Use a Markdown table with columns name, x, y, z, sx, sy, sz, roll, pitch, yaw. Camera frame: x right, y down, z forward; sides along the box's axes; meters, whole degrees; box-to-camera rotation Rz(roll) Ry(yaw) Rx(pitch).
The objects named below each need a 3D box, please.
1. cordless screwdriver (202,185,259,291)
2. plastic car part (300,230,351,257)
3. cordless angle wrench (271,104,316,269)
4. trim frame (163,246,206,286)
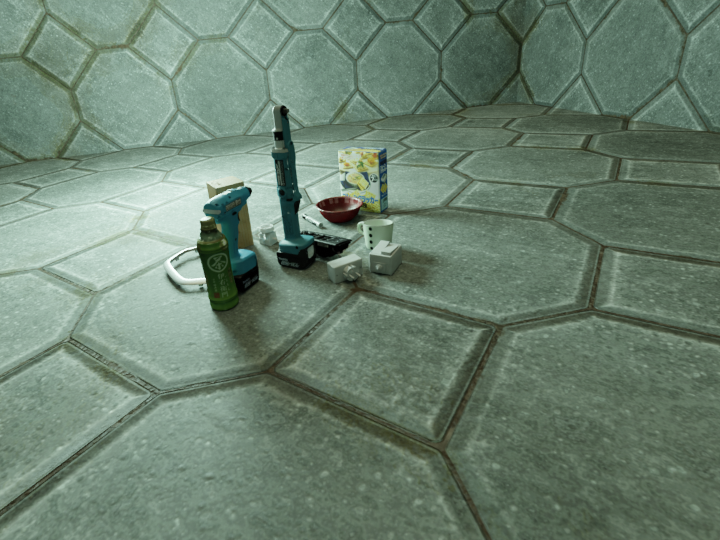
| name | x | y | z | sx | sy | sz | roll | pitch | yaw |
| --- | --- | --- | --- | --- | --- | --- | --- | --- | --- |
| cordless screwdriver | -0.307 | -0.083 | 1.061 | 0.077 | 0.242 | 0.158 | 7 | 28 | 21 |
| plastic car part | -0.118 | -0.077 | 1.203 | 0.214 | 0.065 | 0.064 | 20 | 35 | 39 |
| cordless angle wrench | -0.186 | -0.207 | 1.092 | 0.102 | 0.411 | 0.073 | 10 | 29 | 27 |
| trim frame | -0.448 | -0.016 | 1.191 | 0.179 | 0.027 | 0.263 | -24 | 33 | -31 |
